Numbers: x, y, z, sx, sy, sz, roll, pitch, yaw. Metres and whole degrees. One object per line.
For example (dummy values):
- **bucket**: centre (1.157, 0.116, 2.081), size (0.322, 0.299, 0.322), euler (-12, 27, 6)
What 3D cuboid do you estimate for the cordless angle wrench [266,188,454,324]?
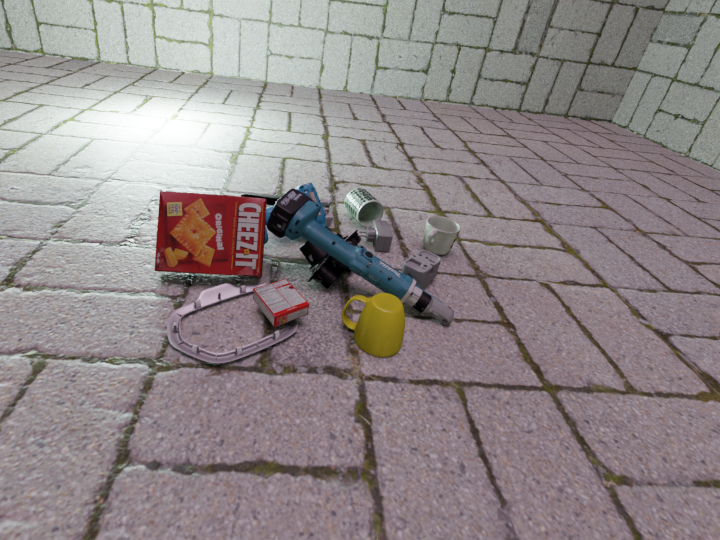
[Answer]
- **cordless angle wrench**: centre (0.005, -0.017, 0.867), size (0.428, 0.074, 0.097), euler (33, 41, 6)

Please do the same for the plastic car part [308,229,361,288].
- **plastic car part**: centre (-0.049, -0.017, 0.947), size (0.067, 0.067, 0.199), euler (48, 38, 0)

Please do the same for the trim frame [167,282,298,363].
- **trim frame**: centre (-0.229, 0.085, 0.779), size (0.240, 0.027, 0.195), euler (-21, 42, -34)

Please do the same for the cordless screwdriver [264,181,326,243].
- **cordless screwdriver**: centre (-0.192, -0.100, 0.998), size (0.242, 0.158, 0.077), euler (-24, 5, -26)

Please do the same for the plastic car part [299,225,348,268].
- **plastic car part**: centre (-0.095, -0.062, 0.974), size (0.071, 0.067, 0.114), euler (50, 44, 0)
